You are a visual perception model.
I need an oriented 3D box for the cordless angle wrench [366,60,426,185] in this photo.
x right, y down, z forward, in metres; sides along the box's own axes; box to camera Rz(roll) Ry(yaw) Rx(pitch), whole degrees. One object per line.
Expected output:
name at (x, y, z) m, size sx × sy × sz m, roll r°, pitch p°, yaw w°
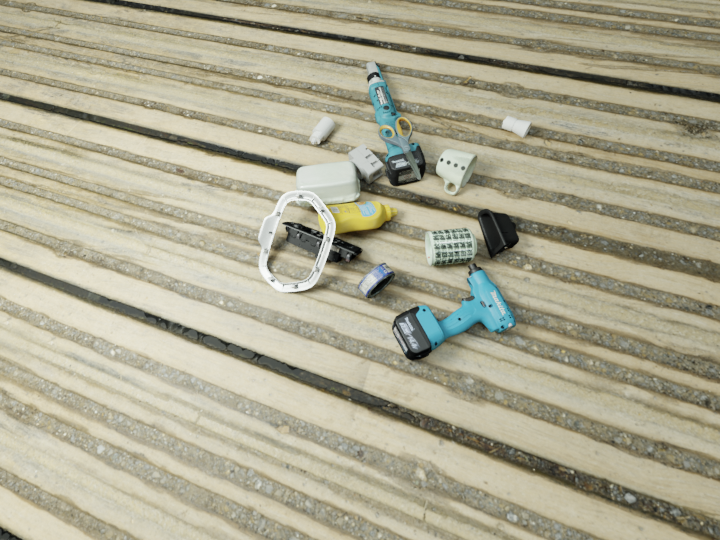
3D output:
cordless angle wrench at (0.073, -0.427, 1.162) m, size 0.098 × 0.072 × 0.437 m, roll -13°, pitch 63°, yaw -1°

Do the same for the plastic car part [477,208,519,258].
plastic car part at (0.330, -0.095, 0.991) m, size 0.070 × 0.065 × 0.120 m, roll -1°, pitch 62°, yaw -13°

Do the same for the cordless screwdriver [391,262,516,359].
cordless screwdriver at (0.189, 0.087, 0.916) m, size 0.247 × 0.072 × 0.165 m, roll -19°, pitch 65°, yaw -6°

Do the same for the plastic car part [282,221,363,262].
plastic car part at (-0.100, -0.066, 1.025) m, size 0.209 × 0.065 × 0.066 m, roll 27°, pitch 114°, yaw 14°

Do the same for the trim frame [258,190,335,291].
trim frame at (-0.157, -0.066, 0.993) m, size 0.192 × 0.026 × 0.247 m, roll 25°, pitch 101°, yaw 23°
